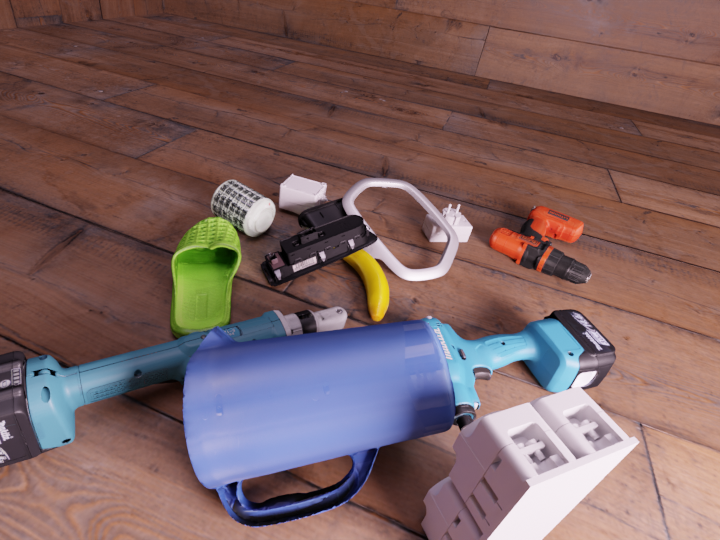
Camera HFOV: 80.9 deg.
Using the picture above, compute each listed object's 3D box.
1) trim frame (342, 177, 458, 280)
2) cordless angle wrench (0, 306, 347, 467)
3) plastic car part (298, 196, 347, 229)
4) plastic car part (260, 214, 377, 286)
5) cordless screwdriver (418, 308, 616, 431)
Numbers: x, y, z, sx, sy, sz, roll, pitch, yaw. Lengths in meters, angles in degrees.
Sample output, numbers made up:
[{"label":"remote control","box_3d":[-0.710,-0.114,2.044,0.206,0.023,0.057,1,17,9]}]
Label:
[{"label":"trim frame","box_3d":[0.073,-0.085,0.794,0.180,0.027,0.258,-26,66,-25]},{"label":"cordless angle wrench","box_3d":[-0.194,0.102,0.506,0.408,0.096,0.078,-13,45,-31]},{"label":"plastic car part","box_3d":[-0.057,-0.089,0.814,0.113,0.065,0.074,-25,62,-33]},{"label":"plastic car part","box_3d":[-0.070,-0.046,0.713,0.199,0.065,0.070,-19,35,-17]},{"label":"cordless screwdriver","box_3d":[0.205,0.128,0.558,0.246,0.072,0.165,-3,38,-8]}]
